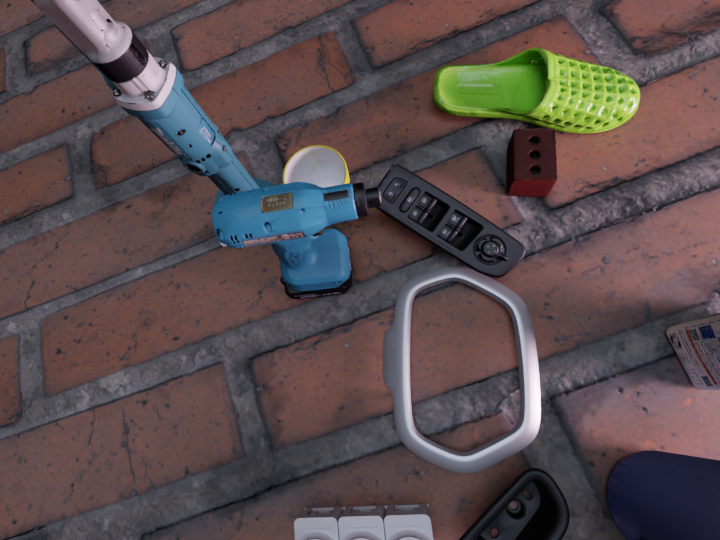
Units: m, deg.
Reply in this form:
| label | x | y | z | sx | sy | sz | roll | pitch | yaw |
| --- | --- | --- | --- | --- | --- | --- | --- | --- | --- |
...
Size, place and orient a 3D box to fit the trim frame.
| label | x | y | z | sx | sy | sz | roll | pitch | yaw |
| --- | --- | --- | --- | --- | --- | --- | --- | --- | --- |
| trim frame | 0.120 | 0.112 | 0.525 | 0.188 | 0.026 | 0.253 | -2 | 72 | 12 |

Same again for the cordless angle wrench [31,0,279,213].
| label | x | y | z | sx | sy | sz | roll | pitch | yaw |
| --- | --- | --- | --- | --- | --- | --- | --- | --- | --- |
| cordless angle wrench | -0.177 | -0.136 | 0.467 | 0.100 | 0.409 | 0.075 | 11 | 76 | 11 |

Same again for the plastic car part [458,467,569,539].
| label | x | y | z | sx | sy | sz | roll | pitch | yaw |
| --- | --- | --- | --- | --- | --- | --- | --- | --- | --- |
| plastic car part | 0.162 | 0.262 | 0.444 | 0.068 | 0.068 | 0.116 | 41 | 84 | 18 |

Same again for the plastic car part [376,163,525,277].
| label | x | y | z | sx | sy | sz | roll | pitch | yaw |
| --- | --- | --- | --- | --- | --- | --- | --- | --- | --- |
| plastic car part | 0.111 | -0.058 | 0.563 | 0.211 | 0.064 | 0.066 | 35 | 82 | 20 |

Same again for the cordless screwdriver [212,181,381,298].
| label | x | y | z | sx | sy | sz | roll | pitch | yaw |
| --- | --- | --- | --- | --- | --- | --- | --- | --- | --- |
| cordless screwdriver | -0.048 | -0.032 | 0.495 | 0.161 | 0.240 | 0.076 | -8 | 73 | 7 |
